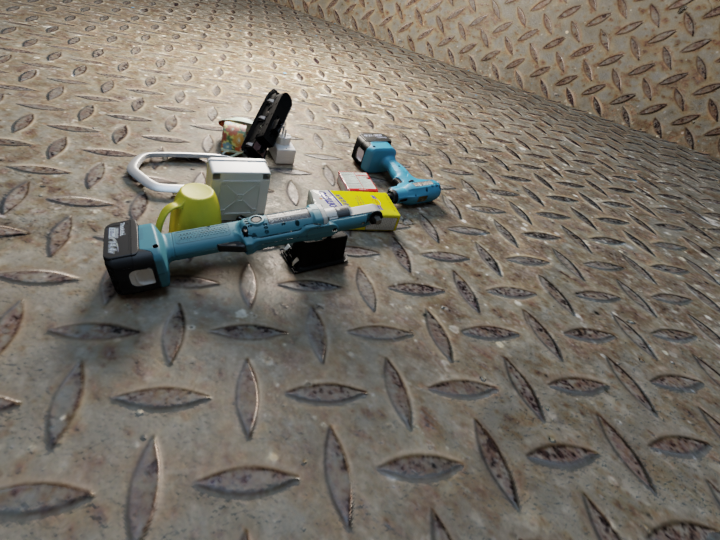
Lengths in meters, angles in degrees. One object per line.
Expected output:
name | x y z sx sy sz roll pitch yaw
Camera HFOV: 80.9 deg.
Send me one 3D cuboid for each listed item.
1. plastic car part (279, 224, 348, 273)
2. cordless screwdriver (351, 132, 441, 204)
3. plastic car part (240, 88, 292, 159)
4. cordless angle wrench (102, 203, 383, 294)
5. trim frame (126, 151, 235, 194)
plastic car part | -0.072 -0.047 0.739 0.113 0.069 0.069 -13 48 -28
cordless screwdriver | 0.063 -0.245 1.038 0.153 0.073 0.262 -14 49 -33
plastic car part | -0.212 -0.350 0.997 0.070 0.062 0.206 -8 58 39
cordless angle wrench | -0.162 -0.057 0.659 0.414 0.072 0.103 -13 45 -16
trim frame | -0.358 -0.210 0.893 0.241 0.027 0.194 -7 43 -23
